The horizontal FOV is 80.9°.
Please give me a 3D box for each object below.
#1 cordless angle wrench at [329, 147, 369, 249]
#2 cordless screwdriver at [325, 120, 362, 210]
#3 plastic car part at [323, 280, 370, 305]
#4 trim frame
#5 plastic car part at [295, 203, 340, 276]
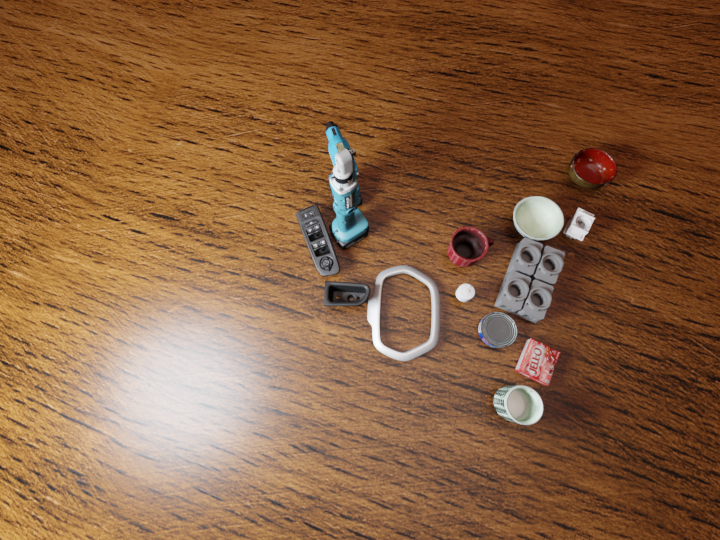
[{"bbox_3d":[-0.033,-0.160,0.987,0.097,0.413,0.076,-30,76,-8],"label":"cordless angle wrench"},{"bbox_3d":[-0.050,-0.267,1.115,0.074,0.243,0.163,-17,73,-4],"label":"cordless screwdriver"},{"bbox_3d":[-0.033,0.067,1.092,0.118,0.069,0.067,2,73,5],"label":"plastic car part"},{"bbox_3d":[0.111,0.105,1.087,0.186,0.027,0.252,2,72,6],"label":"trim frame"},{"bbox_3d":[-0.112,-0.074,1.149,0.066,0.065,0.209,-21,71,-3],"label":"plastic car part"}]
